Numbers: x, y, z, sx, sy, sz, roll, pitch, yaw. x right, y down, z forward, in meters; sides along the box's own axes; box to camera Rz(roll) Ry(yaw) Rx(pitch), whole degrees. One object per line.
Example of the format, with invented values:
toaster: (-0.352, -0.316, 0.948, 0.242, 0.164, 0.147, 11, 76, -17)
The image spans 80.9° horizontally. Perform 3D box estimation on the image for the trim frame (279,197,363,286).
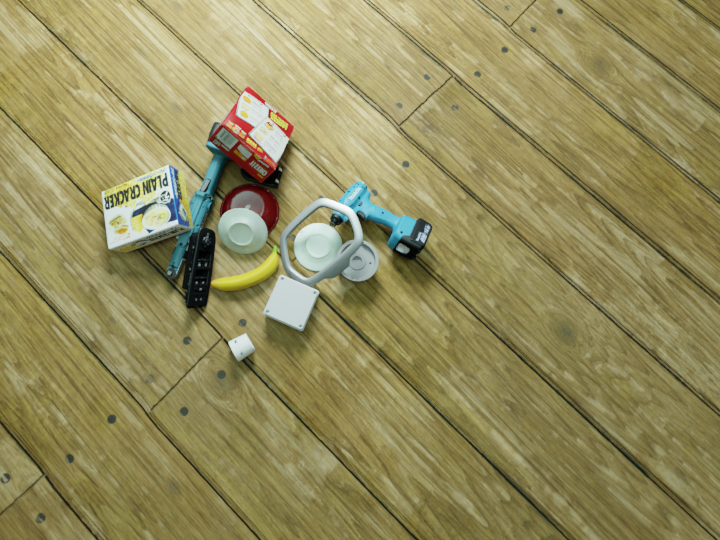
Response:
trim frame: (-0.104, -0.068, 1.068, 0.251, 0.026, 0.188, -40, 77, 21)

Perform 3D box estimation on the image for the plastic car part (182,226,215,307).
plastic car part: (-0.410, -0.012, 1.066, 0.071, 0.063, 0.202, 16, 95, 37)

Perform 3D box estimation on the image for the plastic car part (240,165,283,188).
plastic car part: (-0.271, -0.274, 1.139, 0.116, 0.071, 0.066, 14, 75, -4)

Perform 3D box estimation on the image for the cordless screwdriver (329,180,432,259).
cordless screwdriver: (0.049, -0.117, 1.098, 0.252, 0.074, 0.158, 33, 57, 6)

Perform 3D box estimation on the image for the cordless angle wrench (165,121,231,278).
cordless angle wrench: (-0.417, -0.178, 1.108, 0.074, 0.098, 0.424, 19, 82, -3)
